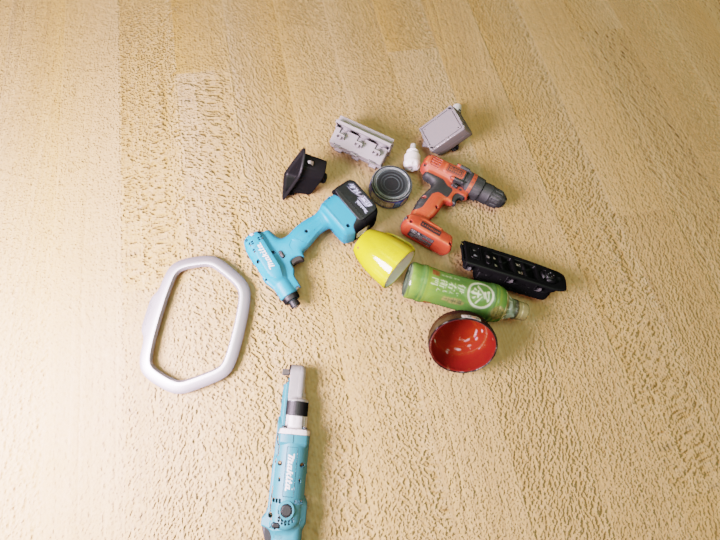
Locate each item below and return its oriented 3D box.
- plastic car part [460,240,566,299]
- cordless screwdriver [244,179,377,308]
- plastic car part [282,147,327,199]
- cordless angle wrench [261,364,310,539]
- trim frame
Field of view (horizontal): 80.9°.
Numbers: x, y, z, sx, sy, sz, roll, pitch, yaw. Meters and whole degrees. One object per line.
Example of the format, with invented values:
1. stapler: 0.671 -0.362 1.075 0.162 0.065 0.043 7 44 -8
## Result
1. plastic car part: 0.279 0.009 0.788 0.204 0.066 0.067 14 33 2
2. cordless screwdriver: -0.078 -0.051 0.795 0.247 0.073 0.164 -32 75 -10
3. plastic car part: -0.104 -0.185 0.831 0.068 0.119 0.067 11 69 -28
4. cordless angle wrench: -0.114 0.360 0.639 0.098 0.073 0.431 4 67 -4
5. trim frame: -0.296 0.090 0.755 0.184 0.027 0.252 8 71 -1
